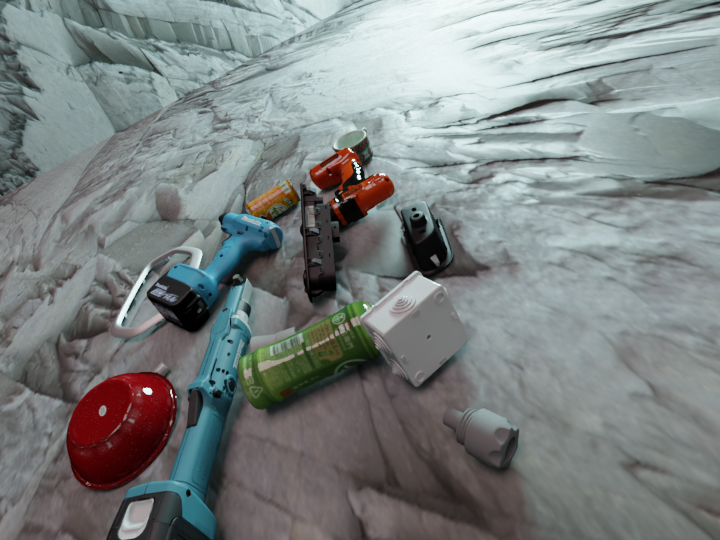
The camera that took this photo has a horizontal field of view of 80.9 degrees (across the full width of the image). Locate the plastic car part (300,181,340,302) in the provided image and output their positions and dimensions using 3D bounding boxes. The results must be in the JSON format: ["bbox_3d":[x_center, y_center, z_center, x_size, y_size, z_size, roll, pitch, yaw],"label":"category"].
[{"bbox_3d":[-0.065,-0.043,0.668,0.067,0.065,0.209,1,59,-5],"label":"plastic car part"}]

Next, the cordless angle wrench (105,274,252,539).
[{"bbox_3d":[-0.189,0.153,0.542,0.075,0.093,0.435,-19,35,12],"label":"cordless angle wrench"}]

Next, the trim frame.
[{"bbox_3d":[-0.407,0.036,0.849,0.188,0.026,0.256,-17,41,14],"label":"trim frame"}]

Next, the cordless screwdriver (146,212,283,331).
[{"bbox_3d":[-0.274,-0.017,0.774,0.168,0.071,0.247,19,55,33],"label":"cordless screwdriver"}]

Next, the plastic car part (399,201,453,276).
[{"bbox_3d":[0.089,-0.056,0.603,0.067,0.067,0.120,-21,35,11],"label":"plastic car part"}]
